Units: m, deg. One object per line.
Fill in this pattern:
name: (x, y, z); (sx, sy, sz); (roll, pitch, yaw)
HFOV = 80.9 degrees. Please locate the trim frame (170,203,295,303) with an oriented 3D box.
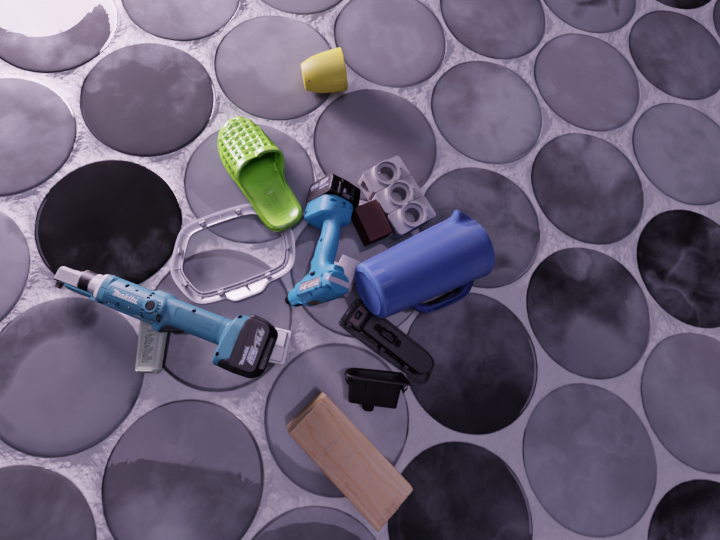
trim frame: (-0.249, -0.034, 0.830); (0.245, 0.027, 0.187); (-20, 80, -13)

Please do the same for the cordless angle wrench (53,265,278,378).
cordless angle wrench: (-0.354, 0.069, 0.738); (0.432, 0.072, 0.098); (18, 76, 11)

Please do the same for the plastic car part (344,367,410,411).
plastic car part: (0.025, 0.224, 0.782); (0.116, 0.066, 0.071); (4, 91, -3)

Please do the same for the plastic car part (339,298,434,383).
plastic car part: (0.062, 0.134, 0.806); (0.203, 0.067, 0.066); (38, 67, 1)

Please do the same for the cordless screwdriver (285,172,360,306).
cordless screwdriver: (-0.079, -0.052, 0.811); (0.070, 0.164, 0.254); (24, 59, -34)
